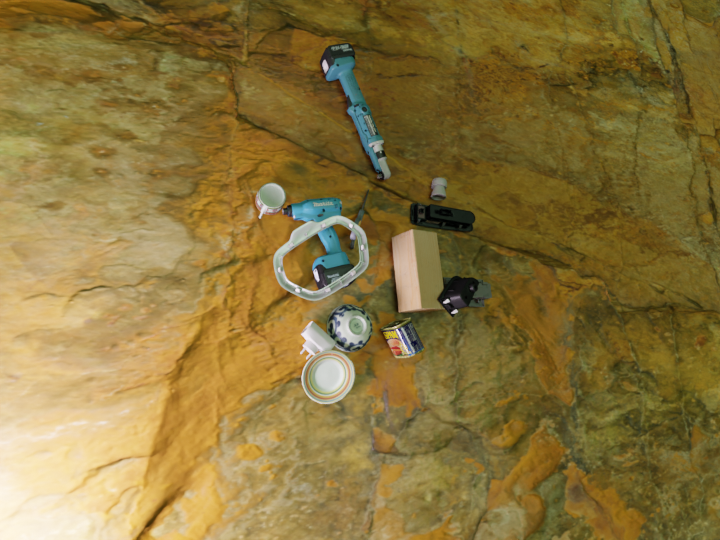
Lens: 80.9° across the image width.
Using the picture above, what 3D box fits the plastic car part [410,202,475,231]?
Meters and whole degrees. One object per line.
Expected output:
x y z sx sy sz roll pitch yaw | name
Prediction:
0.249 -0.160 1.234 0.197 0.067 0.068 9 66 -17 | plastic car part

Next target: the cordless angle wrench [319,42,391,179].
0.000 -0.462 1.246 0.096 0.075 0.428 -19 82 -22 | cordless angle wrench

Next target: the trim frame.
-0.094 -0.036 1.034 0.246 0.027 0.190 -33 73 -11 | trim frame

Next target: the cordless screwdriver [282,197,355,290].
-0.107 -0.070 1.094 0.155 0.074 0.254 -8 73 -17 | cordless screwdriver

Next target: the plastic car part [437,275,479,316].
0.263 0.054 1.081 0.064 0.073 0.115 50 58 -15 | plastic car part
